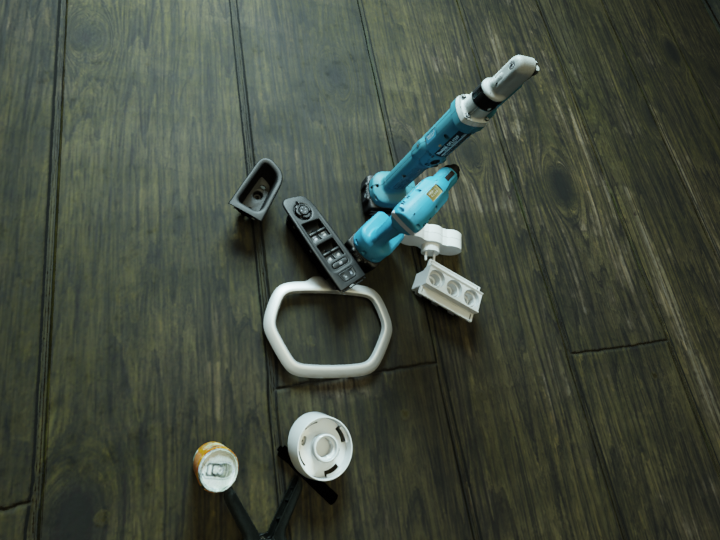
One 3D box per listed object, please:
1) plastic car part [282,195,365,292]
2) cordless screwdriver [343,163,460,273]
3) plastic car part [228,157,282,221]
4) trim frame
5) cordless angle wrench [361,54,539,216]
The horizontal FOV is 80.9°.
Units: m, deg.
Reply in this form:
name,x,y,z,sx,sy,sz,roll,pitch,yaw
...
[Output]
name,x,y,z,sx,sy,sz,roll,pitch,yaw
plastic car part,-0.077,-0.050,0.788,0.065,0.068,0.205,-30,83,-28
cordless screwdriver,0.070,-0.092,0.753,0.074,0.252,0.157,46,62,-5
plastic car part,-0.190,-0.141,0.780,0.065,0.072,0.117,29,64,-11
trim frame,-0.054,0.098,0.763,0.241,0.028,0.188,2,70,-19
cordless angle wrench,0.123,-0.206,0.717,0.095,0.429,0.076,3,73,-23
